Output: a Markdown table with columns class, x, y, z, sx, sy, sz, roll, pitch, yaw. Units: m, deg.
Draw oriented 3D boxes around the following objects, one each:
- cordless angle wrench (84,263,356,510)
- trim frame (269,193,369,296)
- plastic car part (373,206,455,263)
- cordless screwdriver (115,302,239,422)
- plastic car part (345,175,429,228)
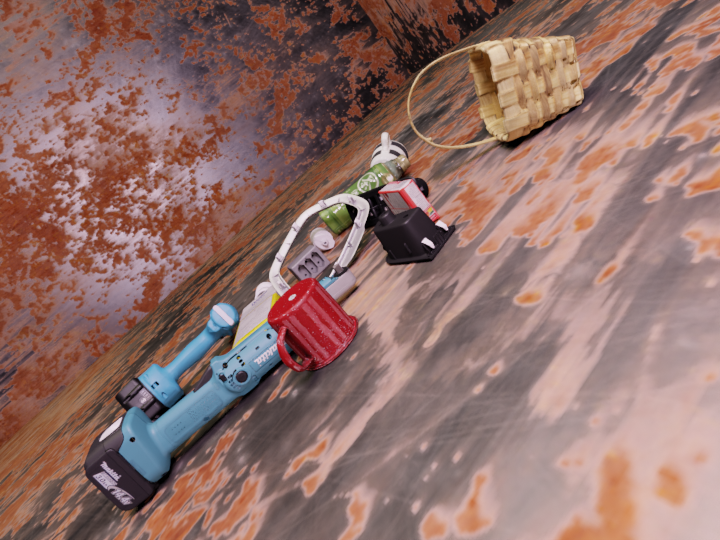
| class | x | y | z | sx | sy | sz | roll | pitch | yaw |
| --- | --- | --- | --- | --- | --- | --- | --- | --- | --- |
| cordless angle wrench | -0.170 | 0.138 | 0.588 | 0.420 | 0.095 | 0.077 | -40 | 15 | -10 |
| trim frame | -0.076 | -0.050 | 0.777 | 0.193 | 0.026 | 0.250 | 5 | 57 | 35 |
| plastic car part | 0.058 | -0.053 | 0.588 | 0.065 | 0.069 | 0.121 | -47 | 22 | -27 |
| cordless screwdriver | -0.323 | 0.171 | 0.795 | 0.247 | 0.075 | 0.158 | -48 | -4 | -20 |
| plastic car part | 0.053 | -0.127 | 0.784 | 0.065 | 0.066 | 0.210 | -20 | 5 | -30 |
